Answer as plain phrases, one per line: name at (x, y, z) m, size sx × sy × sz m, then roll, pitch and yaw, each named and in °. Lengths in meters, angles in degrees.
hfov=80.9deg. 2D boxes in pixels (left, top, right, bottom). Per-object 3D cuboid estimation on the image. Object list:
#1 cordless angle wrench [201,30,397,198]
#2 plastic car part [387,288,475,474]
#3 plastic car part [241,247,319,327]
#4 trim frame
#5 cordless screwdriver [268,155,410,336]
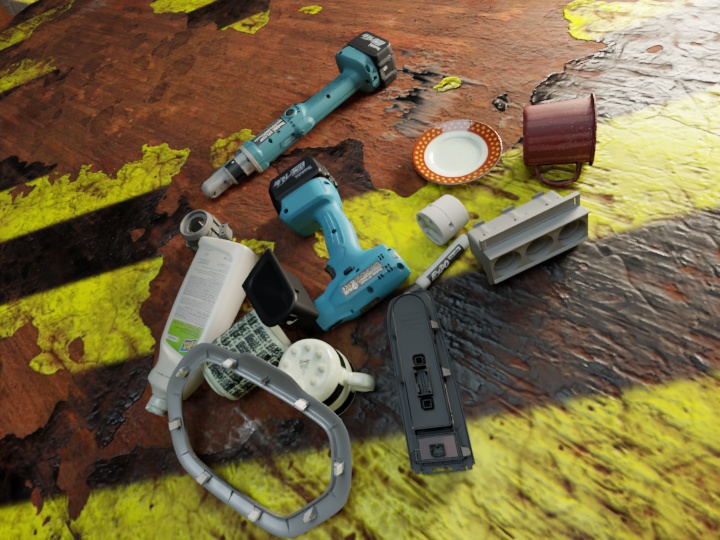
cordless angle wrench at (-0.119, -0.272, 0.775) m, size 0.422 × 0.070 × 0.103 m, roll -40°, pitch 56°, yaw -4°
plastic car part at (0.066, 0.110, 0.472) m, size 0.068 × 0.063 × 0.210 m, roll -17°, pitch 57°, yaw 16°
plastic car part at (-0.093, 0.035, 0.533) m, size 0.066 × 0.067 × 0.123 m, roll -54°, pitch 43°, yaw 10°
trim frame at (-0.125, 0.183, 0.469) m, size 0.259 × 0.026 × 0.183 m, roll 23°, pitch 99°, yaw 23°
cordless screwdriver at (-0.060, -0.039, 0.609) m, size 0.160 × 0.070 × 0.261 m, roll -38°, pitch 58°, yaw 6°
